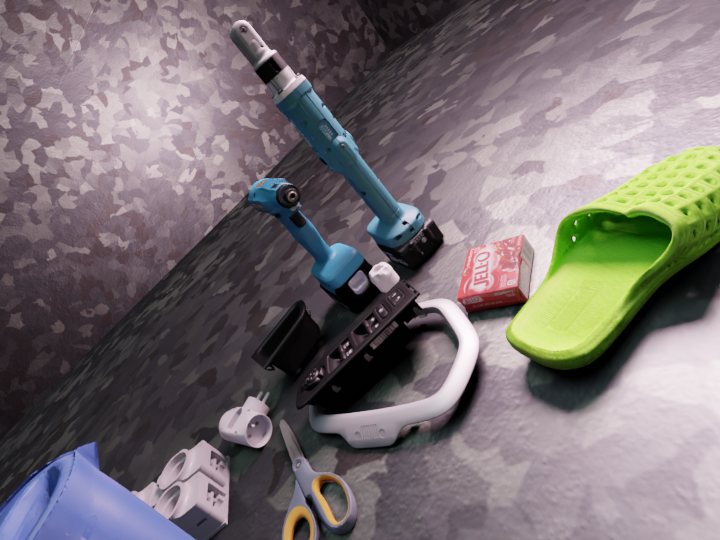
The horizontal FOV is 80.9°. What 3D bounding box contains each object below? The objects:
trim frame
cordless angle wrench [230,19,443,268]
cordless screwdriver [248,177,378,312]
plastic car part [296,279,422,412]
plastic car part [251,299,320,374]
[{"bbox_3d":[0.029,0.118,0.508,0.256,0.026,0.186,-23,32,36],"label":"trim frame"},{"bbox_3d":[-0.035,-0.175,0.615,0.074,0.408,0.102,-45,21,-8],"label":"cordless angle wrench"},{"bbox_3d":[-0.063,-0.041,0.641,0.074,0.240,0.166,-46,22,-12],"label":"cordless screwdriver"},{"bbox_3d":[0.002,0.103,0.527,0.203,0.064,0.069,-41,23,2],"label":"plastic car part"},{"bbox_3d":[-0.103,0.113,0.656,0.116,0.068,0.069,-50,24,-17],"label":"plastic car part"}]
